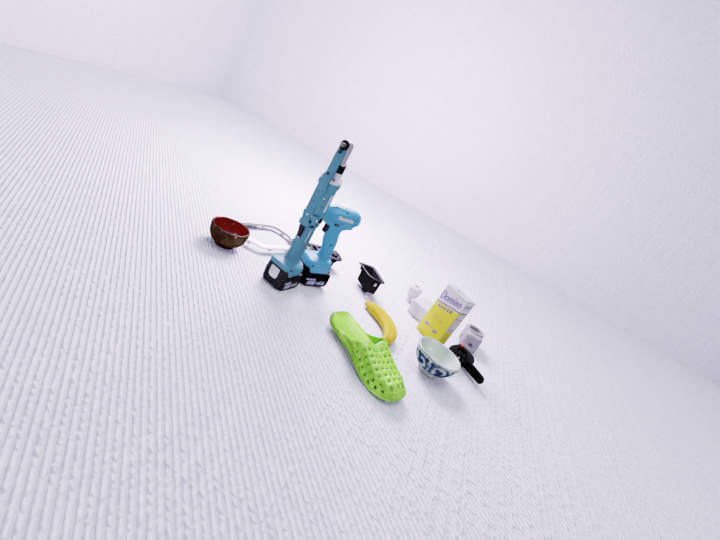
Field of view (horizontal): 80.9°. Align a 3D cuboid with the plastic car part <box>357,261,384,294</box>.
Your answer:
[{"bbox_3d":[0.025,0.033,1.362,0.063,0.071,0.122,19,22,-25],"label":"plastic car part"}]

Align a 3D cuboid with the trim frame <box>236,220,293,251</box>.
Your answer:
[{"bbox_3d":[-0.307,-0.112,1.355,0.193,0.027,0.237,39,24,28],"label":"trim frame"}]

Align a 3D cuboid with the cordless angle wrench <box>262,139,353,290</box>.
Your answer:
[{"bbox_3d":[-0.124,-0.139,1.086,0.077,0.421,0.094,38,22,22],"label":"cordless angle wrench"}]

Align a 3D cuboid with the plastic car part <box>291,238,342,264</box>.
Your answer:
[{"bbox_3d":[-0.140,-0.046,1.349,0.192,0.067,0.070,7,29,-43],"label":"plastic car part"}]

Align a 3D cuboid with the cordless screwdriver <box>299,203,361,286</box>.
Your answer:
[{"bbox_3d":[-0.117,-0.076,1.193,0.151,0.248,0.078,14,26,-36],"label":"cordless screwdriver"}]
